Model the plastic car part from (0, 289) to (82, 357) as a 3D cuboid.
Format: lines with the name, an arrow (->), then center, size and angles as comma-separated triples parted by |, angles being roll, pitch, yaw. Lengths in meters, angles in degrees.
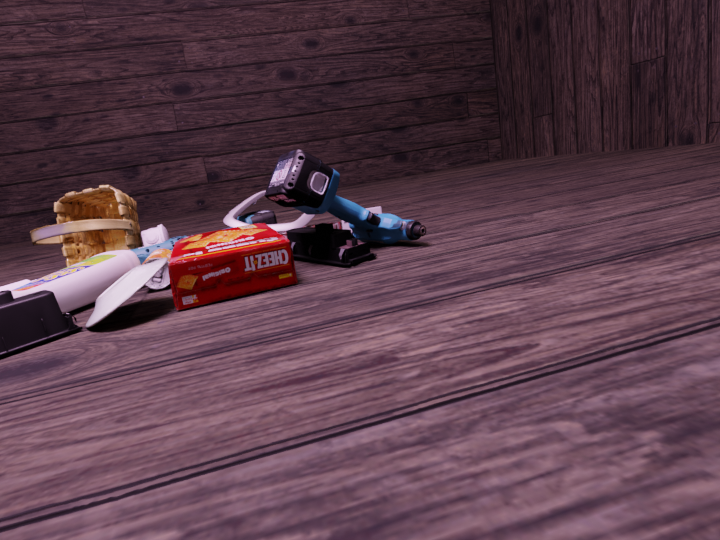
plastic car part -> -0.408, 0.057, 0.500 | 0.069, 0.070, 0.112 | 0, 13, 40

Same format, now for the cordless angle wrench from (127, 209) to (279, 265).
cordless angle wrench -> -0.369, -0.041, 0.863 | 0.410, 0.073, 0.103 | -21, 19, -31

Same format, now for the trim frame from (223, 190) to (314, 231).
trim frame -> -0.184, -0.127, 0.897 | 0.188, 0.027, 0.250 | 8, 31, 9

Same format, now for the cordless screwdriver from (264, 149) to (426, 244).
cordless screwdriver -> -0.020, -0.105, 0.688 | 0.236, 0.074, 0.167 | 26, -10, -36

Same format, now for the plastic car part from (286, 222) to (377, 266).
plastic car part -> -0.070, -0.046, 0.715 | 0.064, 0.066, 0.213 | -27, 19, -35
